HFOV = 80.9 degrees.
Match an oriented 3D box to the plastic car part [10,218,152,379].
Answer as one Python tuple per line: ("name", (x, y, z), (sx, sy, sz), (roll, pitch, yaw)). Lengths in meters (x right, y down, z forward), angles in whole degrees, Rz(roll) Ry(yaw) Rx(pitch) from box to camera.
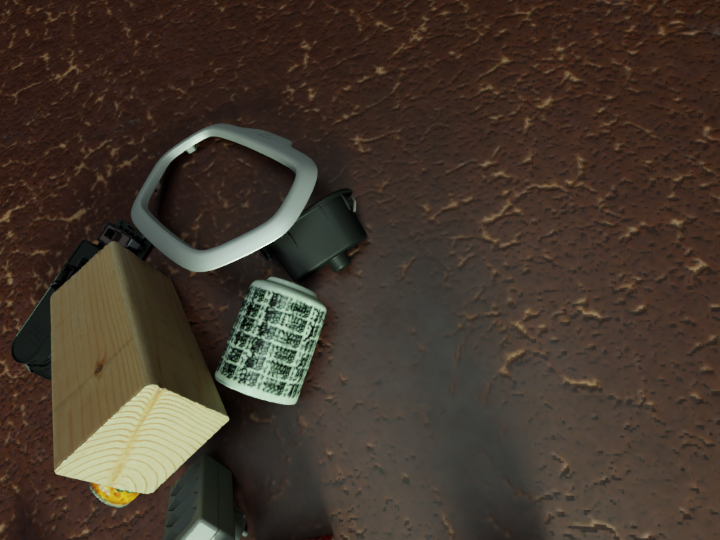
("plastic car part", (-0.326, 0.032, 0.486), (0.068, 0.065, 0.203), (28, 85, 10))

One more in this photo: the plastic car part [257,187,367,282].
("plastic car part", (-0.043, -0.028, 0.436), (0.116, 0.065, 0.072), (-30, 86, 0))

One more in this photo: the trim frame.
("trim frame", (-0.155, -0.092, 0.461), (0.263, 0.026, 0.183), (29, 73, 37))
